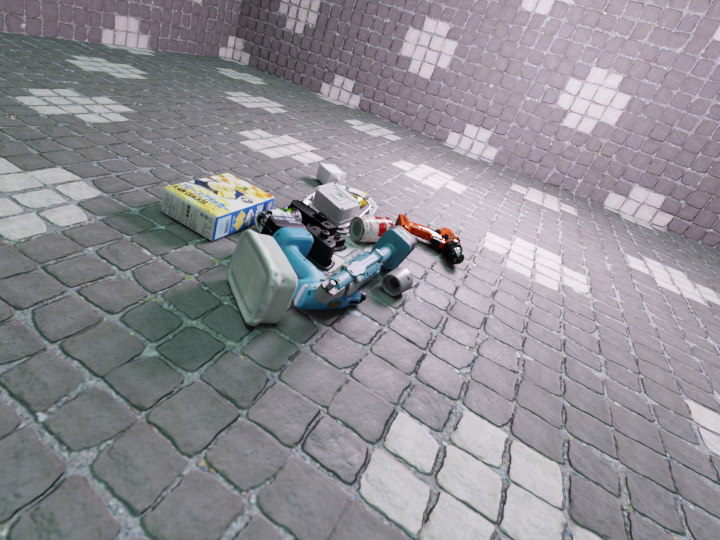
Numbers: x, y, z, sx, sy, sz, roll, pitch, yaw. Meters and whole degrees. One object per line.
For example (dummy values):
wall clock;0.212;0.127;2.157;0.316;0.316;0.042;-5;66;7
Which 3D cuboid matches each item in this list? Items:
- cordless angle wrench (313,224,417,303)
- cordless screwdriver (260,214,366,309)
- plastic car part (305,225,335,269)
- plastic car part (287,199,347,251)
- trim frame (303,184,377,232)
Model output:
cordless angle wrench;0.013;-0.010;0.845;0.076;0.098;0.413;44;26;7
cordless screwdriver;-0.103;-0.014;0.868;0.151;0.074;0.263;4;34;-40
plastic car part;-0.094;-0.061;0.958;0.063;0.070;0.123;-11;37;-43
plastic car part;-0.120;-0.120;1.061;0.214;0.066;0.064;33;37;30
trim frame;-0.053;-0.182;1.198;0.190;0.027;0.244;32;40;15
